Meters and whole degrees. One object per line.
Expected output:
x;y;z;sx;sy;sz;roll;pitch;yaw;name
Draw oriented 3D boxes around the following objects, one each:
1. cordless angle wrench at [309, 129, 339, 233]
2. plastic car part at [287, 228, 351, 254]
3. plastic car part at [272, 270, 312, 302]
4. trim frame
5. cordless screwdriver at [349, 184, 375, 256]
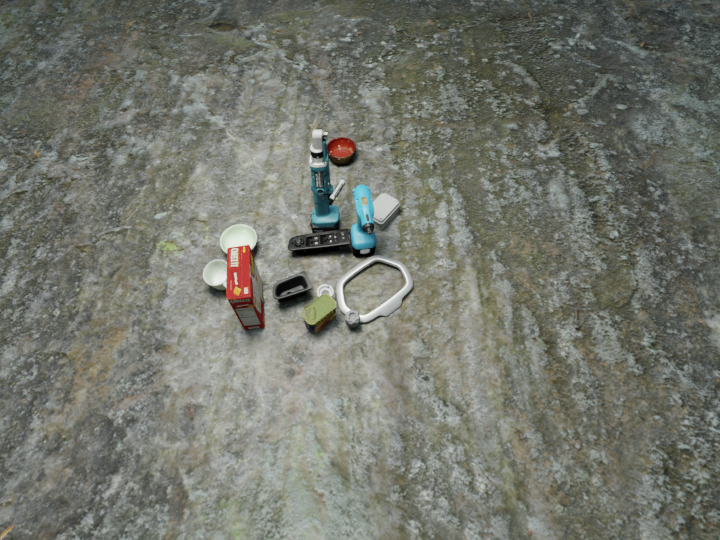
-0.117;-0.256;1.268;0.098;0.410;0.076;2;59;1;cordless angle wrench
-0.134;-0.087;1.367;0.203;0.065;0.068;-5;58;1;plastic car part
-0.208;0.061;1.277;0.115;0.068;0.069;-21;60;-10;plastic car part
0.041;0.053;1.288;0.245;0.026;0.193;-35;62;-17;trim frame
0.011;-0.121;1.273;0.074;0.241;0.165;-7;59;-4;cordless screwdriver
